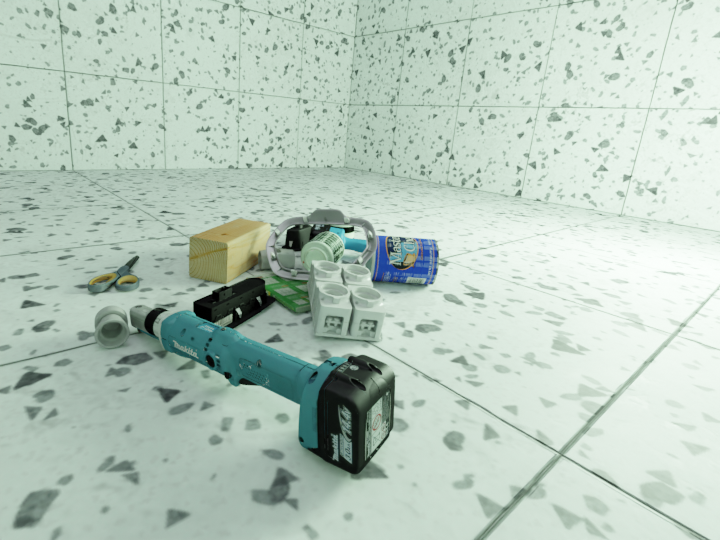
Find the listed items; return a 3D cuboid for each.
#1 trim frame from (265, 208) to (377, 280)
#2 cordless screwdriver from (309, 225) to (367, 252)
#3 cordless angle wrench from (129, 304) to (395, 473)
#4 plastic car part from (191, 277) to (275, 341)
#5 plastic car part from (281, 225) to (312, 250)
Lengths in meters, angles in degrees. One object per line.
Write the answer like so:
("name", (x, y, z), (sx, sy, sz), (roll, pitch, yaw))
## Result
("trim frame", (-0.088, -0.058, 0.901), (0.256, 0.026, 0.187), (2, 54, 19))
("cordless screwdriver", (-0.005, -0.054, 1.052), (0.248, 0.073, 0.162), (7, 18, -3))
("cordless angle wrench", (-0.164, 0.104, 0.525), (0.445, 0.096, 0.072), (13, 21, 33))
("plastic car part", (-0.219, 0.056, 0.700), (0.069, 0.066, 0.197), (5, 14, 26))
("plastic car part", (-0.166, -0.097, 1.146), (0.068, 0.070, 0.114), (10, 15, 20))
